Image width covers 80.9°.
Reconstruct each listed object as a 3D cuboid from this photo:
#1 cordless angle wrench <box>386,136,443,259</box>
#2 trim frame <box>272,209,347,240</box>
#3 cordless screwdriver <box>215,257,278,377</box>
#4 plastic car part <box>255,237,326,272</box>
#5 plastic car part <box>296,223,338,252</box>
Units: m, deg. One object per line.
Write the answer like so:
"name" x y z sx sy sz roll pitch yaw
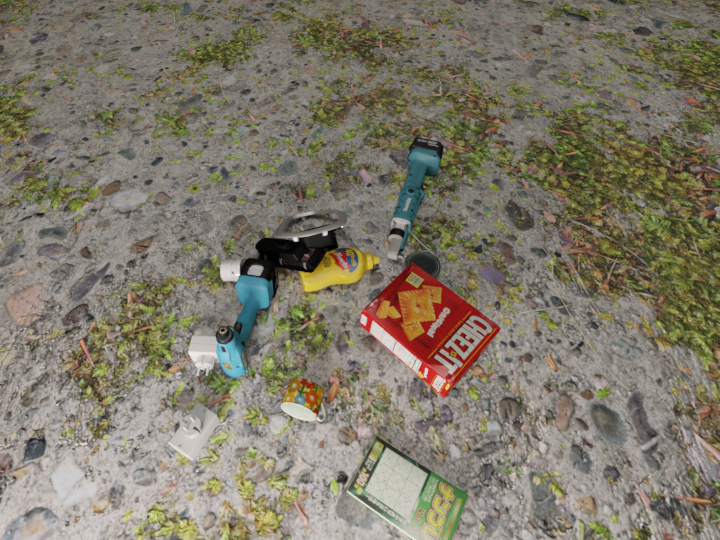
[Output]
"cordless angle wrench" 0.136 -0.198 1.144 0.100 0.072 0.427 14 56 10
"trim frame" -0.123 -0.113 1.031 0.185 0.027 0.254 -9 21 1
"cordless screwdriver" -0.239 0.078 0.880 0.075 0.154 0.254 8 51 3
"plastic car part" -0.180 -0.042 0.991 0.213 0.063 0.066 6 61 43
"plastic car part" -0.103 -0.068 1.057 0.114 0.065 0.073 -14 69 -15
